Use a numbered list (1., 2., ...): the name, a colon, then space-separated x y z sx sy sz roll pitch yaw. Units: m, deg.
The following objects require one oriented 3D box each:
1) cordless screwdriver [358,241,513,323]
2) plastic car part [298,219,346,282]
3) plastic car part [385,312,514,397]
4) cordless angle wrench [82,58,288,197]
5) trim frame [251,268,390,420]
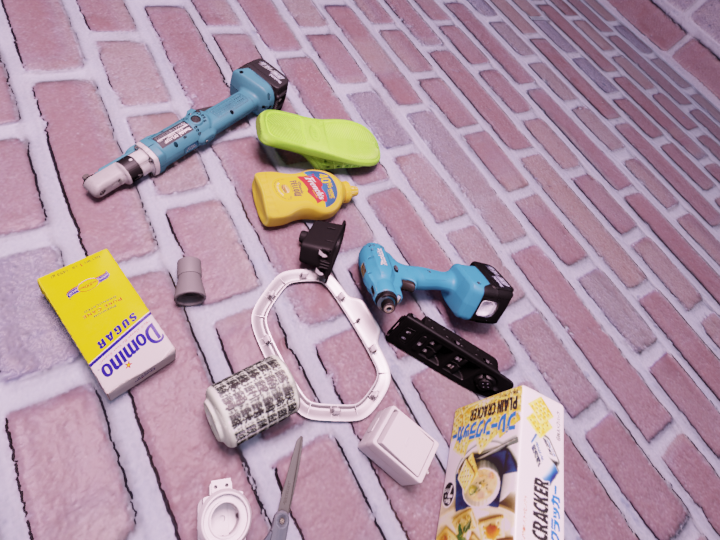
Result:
1. cordless screwdriver: 0.122 0.032 0.685 0.244 0.073 0.165 12 29 -12
2. plastic car part: -0.069 -0.045 0.702 0.071 0.064 0.118 13 36 1
3. plastic car part: 0.143 0.131 0.676 0.204 0.066 0.067 33 29 3
4. cordless angle wrench: -0.293 -0.251 0.748 0.099 0.074 0.419 38 57 4
5. trim frame: -0.056 0.103 0.637 0.179 0.027 0.257 -21 67 -31
